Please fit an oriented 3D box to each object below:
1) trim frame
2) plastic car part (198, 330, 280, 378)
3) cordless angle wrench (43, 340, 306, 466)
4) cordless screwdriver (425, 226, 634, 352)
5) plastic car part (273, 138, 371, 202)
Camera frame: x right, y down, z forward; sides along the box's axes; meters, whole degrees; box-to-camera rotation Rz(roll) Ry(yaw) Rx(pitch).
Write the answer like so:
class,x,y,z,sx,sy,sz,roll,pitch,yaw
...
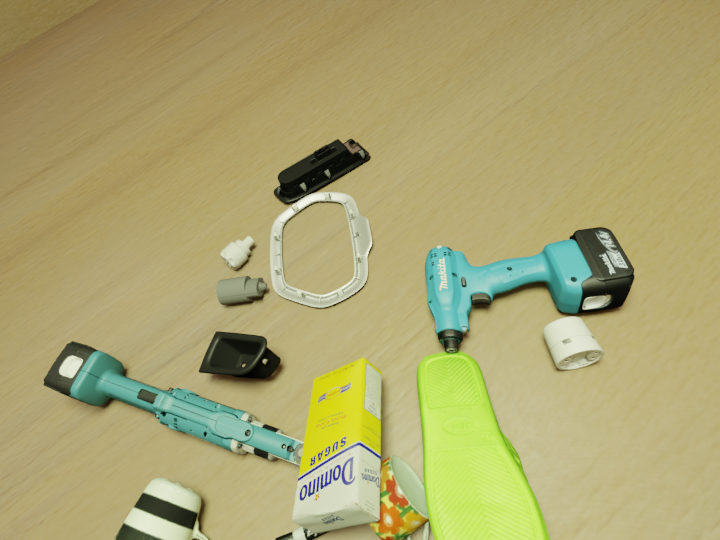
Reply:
class,x,y,z,sx,sy,sz,roll,pitch,yaw
trim frame,-0.073,-0.047,0.742,0.186,0.026,0.257,-13,53,7
plastic car part,-0.167,0.133,0.622,0.121,0.067,0.067,-3,56,33
cordless angle wrench,-0.258,0.198,0.603,0.437,0.094,0.075,11,61,19
cordless screwdriver,0.218,0.029,0.572,0.255,0.071,0.163,-7,52,16
plastic car part,-0.082,-0.202,0.830,0.202,0.064,0.069,-34,62,-4
